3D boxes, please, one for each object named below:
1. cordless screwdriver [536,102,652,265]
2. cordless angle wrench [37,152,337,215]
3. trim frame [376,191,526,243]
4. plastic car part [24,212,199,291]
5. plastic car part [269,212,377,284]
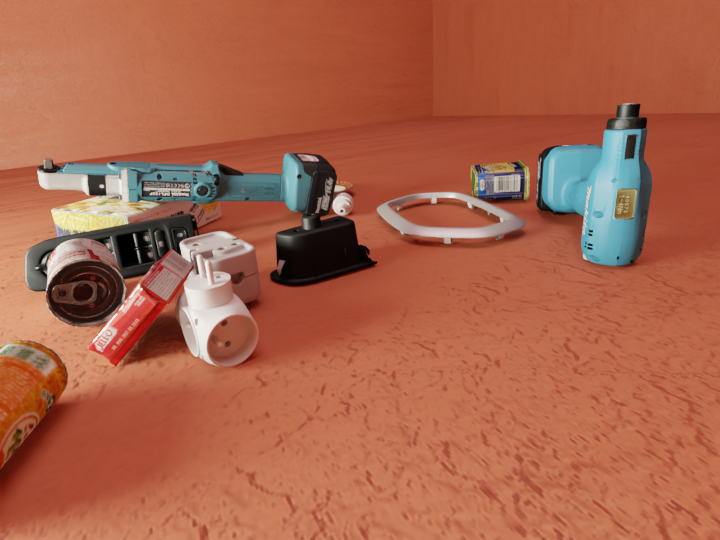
[{"bbox_3d":[0.278,-0.120,0.515,0.076,0.156,0.248,1,20,12],"label":"cordless screwdriver"},{"bbox_3d":[-0.244,-0.135,0.649,0.408,0.096,0.078,-4,34,-25],"label":"cordless angle wrench"},{"bbox_3d":[0.127,-0.084,0.632,0.182,0.027,0.257,-10,21,-9],"label":"trim frame"},{"bbox_3d":[-0.311,-0.025,0.540,0.197,0.065,0.070,-14,13,-21],"label":"plastic car part"},{"bbox_3d":[-0.047,-0.031,0.485,0.113,0.069,0.069,-14,21,-29],"label":"plastic car part"}]
